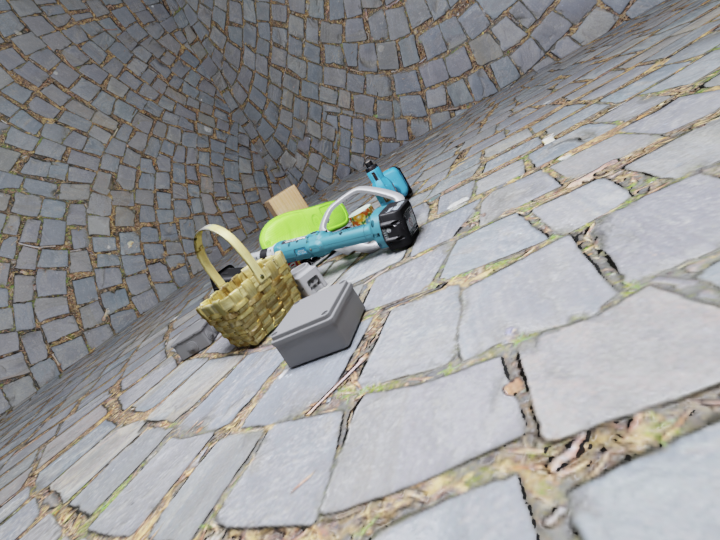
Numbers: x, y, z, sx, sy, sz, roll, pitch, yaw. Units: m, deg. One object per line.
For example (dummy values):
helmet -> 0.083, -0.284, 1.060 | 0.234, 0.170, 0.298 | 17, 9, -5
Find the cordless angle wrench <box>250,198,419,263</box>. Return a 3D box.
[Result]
cordless angle wrench -> -0.090, -0.059, 0.919 | 0.438, 0.072, 0.097 | -11, 19, 30

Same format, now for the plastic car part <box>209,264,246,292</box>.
plastic car part -> -0.289, 0.020, 0.991 | 0.073, 0.064, 0.116 | -9, 19, 18

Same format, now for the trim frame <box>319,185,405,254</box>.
trim frame -> 0.000, -0.120, 0.986 | 0.263, 0.026, 0.184 | 23, 73, 45

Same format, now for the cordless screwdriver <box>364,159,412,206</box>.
cordless screwdriver -> 0.072, -0.233, 1.130 | 0.075, 0.156, 0.249 | -29, 12, 18
